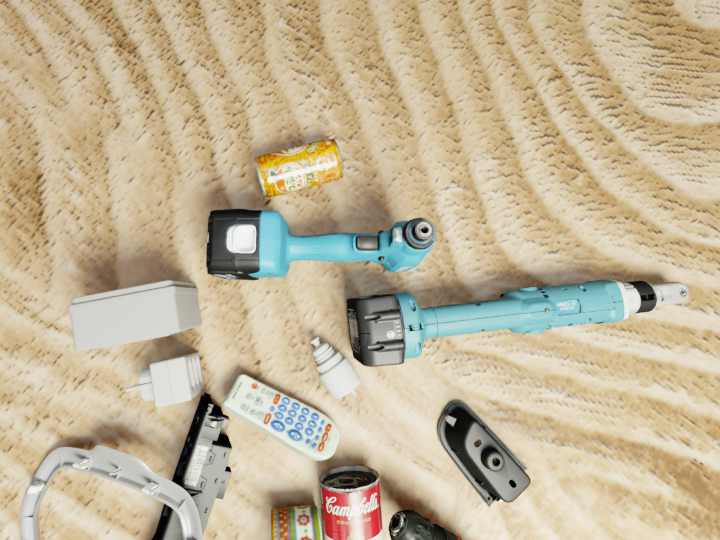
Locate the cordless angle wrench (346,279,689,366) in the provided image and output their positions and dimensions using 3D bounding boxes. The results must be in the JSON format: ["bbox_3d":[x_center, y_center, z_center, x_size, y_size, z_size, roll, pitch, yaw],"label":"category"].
[{"bbox_3d":[0.199,0.047,0.507,0.419,0.098,0.075,-6,86,-7],"label":"cordless angle wrench"}]

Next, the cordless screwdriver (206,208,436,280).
[{"bbox_3d":[-0.046,-0.030,0.475,0.248,0.158,0.075,0,83,-2],"label":"cordless screwdriver"}]

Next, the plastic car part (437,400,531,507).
[{"bbox_3d":[0.144,0.214,0.484,0.065,0.071,0.117,-40,89,-10],"label":"plastic car part"}]

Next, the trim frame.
[{"bbox_3d":[-0.269,0.283,0.440,0.257,0.026,0.185,6,79,21],"label":"trim frame"}]

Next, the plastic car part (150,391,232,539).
[{"bbox_3d":[-0.189,0.250,0.475,0.064,0.069,0.204,26,78,-27],"label":"plastic car part"}]
